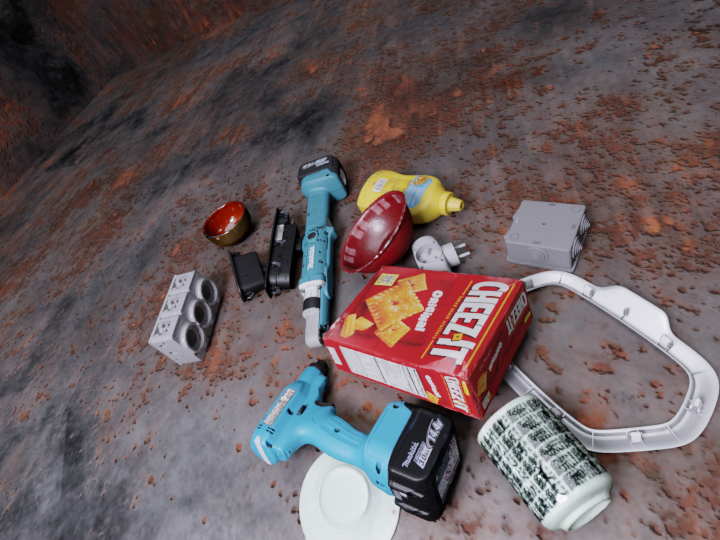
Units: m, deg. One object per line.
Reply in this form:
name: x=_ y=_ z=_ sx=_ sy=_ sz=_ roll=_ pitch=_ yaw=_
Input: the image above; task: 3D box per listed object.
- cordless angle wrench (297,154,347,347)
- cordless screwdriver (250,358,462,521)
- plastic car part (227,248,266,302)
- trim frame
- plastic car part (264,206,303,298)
cordless angle wrench: x=-0.078 y=-0.051 z=0.793 sx=0.100 sy=0.070 sz=0.436 roll=-16 pitch=49 yaw=18
cordless screwdriver: x=-0.004 y=0.190 z=0.532 sx=0.260 sy=0.071 sz=0.158 roll=2 pitch=35 yaw=32
plastic car part: x=-0.214 y=0.007 z=0.833 sx=0.070 sy=0.063 sz=0.123 roll=-23 pitch=46 yaw=-10
trim frame: x=0.260 y=0.091 z=0.498 sx=0.184 sy=0.026 sz=0.262 roll=-36 pitch=42 yaw=-3
plastic car part: x=-0.149 y=-0.032 z=0.828 sx=0.067 sy=0.064 sz=0.208 roll=5 pitch=50 yaw=1
